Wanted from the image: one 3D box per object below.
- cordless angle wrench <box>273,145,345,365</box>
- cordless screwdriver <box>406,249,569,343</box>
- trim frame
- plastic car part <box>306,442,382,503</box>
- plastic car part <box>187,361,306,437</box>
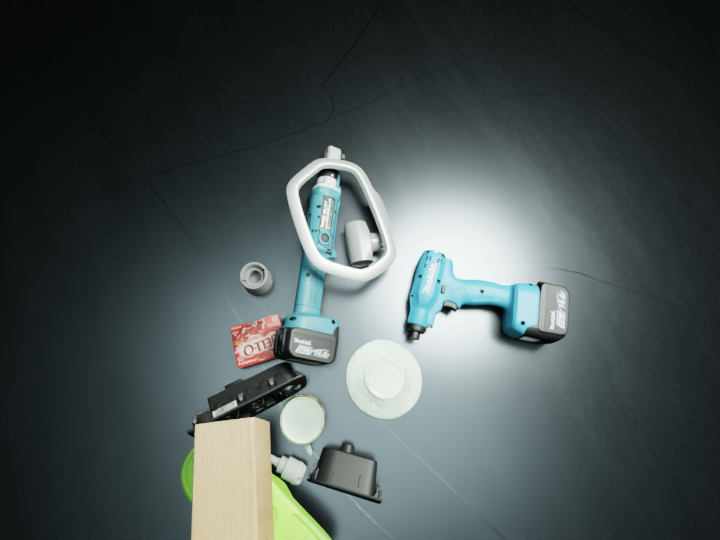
[{"bbox_3d":[-0.075,-0.049,0.771,0.094,0.076,0.430,16,66,-25],"label":"cordless angle wrench"},{"bbox_3d":[0.208,0.069,0.721,0.254,0.072,0.160,15,74,11],"label":"cordless screwdriver"},{"bbox_3d":[-0.031,-0.095,0.753,0.179,0.027,0.256,-14,69,-20],"label":"trim frame"},{"bbox_3d":[-0.019,0.313,0.664,0.119,0.064,0.072,15,59,10],"label":"plastic car part"},{"bbox_3d":[-0.185,0.212,0.706,0.202,0.063,0.070,-23,49,-3],"label":"plastic car part"}]
